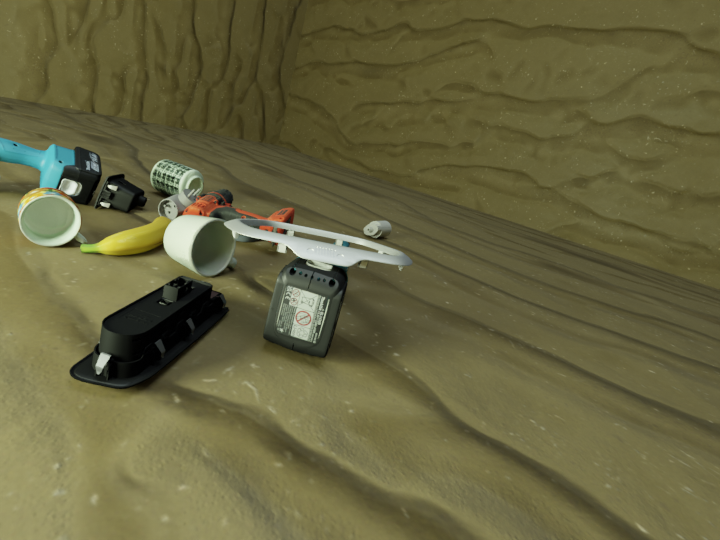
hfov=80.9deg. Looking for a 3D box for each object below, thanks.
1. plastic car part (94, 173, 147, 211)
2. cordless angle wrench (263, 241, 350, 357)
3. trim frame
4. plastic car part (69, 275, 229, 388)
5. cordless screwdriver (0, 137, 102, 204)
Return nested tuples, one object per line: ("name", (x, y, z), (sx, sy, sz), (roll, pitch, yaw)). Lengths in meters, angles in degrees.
("plastic car part", (-0.460, -0.148, 0.833), (0.069, 0.066, 0.119), (27, 11, -14))
("cordless angle wrench", (-0.049, 0.002, 0.649), (0.075, 0.097, 0.423), (16, 13, 0))
("trim frame", (-0.054, -0.035, 0.551), (0.245, 0.027, 0.188), (12, 8, -9))
("plastic car part", (-0.195, 0.048, 0.425), (0.067, 0.066, 0.203), (22, 20, 0))
("cordless screwdriver", (-0.578, -0.181, 0.711), (0.235, 0.074, 0.167), (18, 29, -39))
